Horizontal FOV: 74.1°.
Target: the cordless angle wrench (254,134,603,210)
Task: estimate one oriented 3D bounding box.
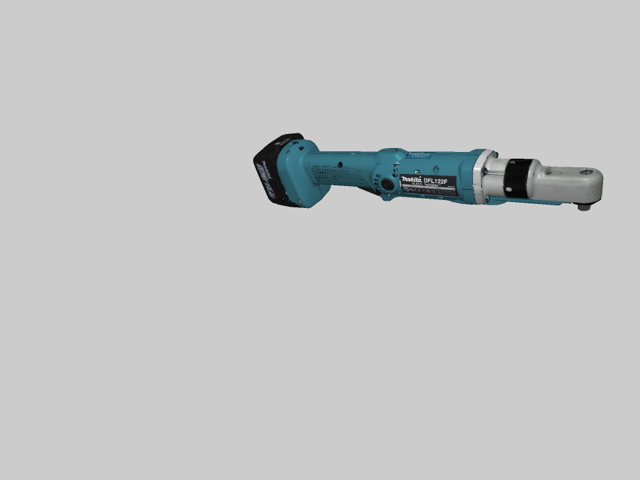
[{"bbox_3d":[0.093,-0.079,0.517,0.423,0.098,0.074,10,43,39],"label":"cordless angle wrench"}]
